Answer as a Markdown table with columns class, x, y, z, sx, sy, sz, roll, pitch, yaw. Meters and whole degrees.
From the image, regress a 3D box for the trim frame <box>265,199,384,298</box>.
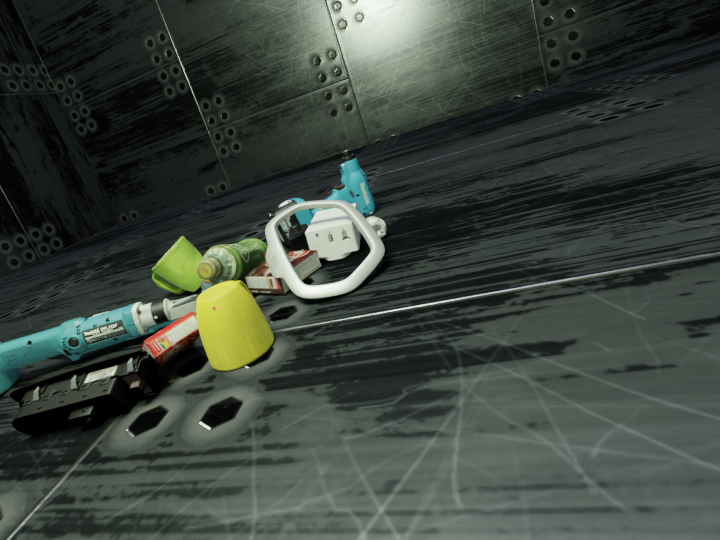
| class | x | y | z | sx | sy | sz | roll | pitch | yaw |
| --- | --- | --- | --- | --- | --- | --- | --- | --- | --- |
| trim frame | -0.069 | -0.045 | 0.708 | 0.182 | 0.026 | 0.262 | -24 | 46 | -10 |

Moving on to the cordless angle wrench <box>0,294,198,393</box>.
| class | x | y | z | sx | sy | sz | roll | pitch | yaw |
| --- | --- | --- | --- | --- | --- | --- | --- | --- | --- |
| cordless angle wrench | -0.473 | 0.113 | 0.713 | 0.421 | 0.096 | 0.076 | -17 | 14 | -3 |

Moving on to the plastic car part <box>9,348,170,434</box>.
| class | x | y | z | sx | sy | sz | roll | pitch | yaw |
| --- | --- | --- | --- | --- | --- | --- | --- | --- | --- |
| plastic car part | -0.345 | 0.161 | 0.525 | 0.206 | 0.063 | 0.069 | -14 | 45 | 11 |

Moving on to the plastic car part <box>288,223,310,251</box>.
| class | x | y | z | sx | sy | sz | roll | pitch | yaw |
| --- | --- | --- | --- | --- | --- | --- | --- | --- | --- |
| plastic car part | -0.123 | -0.062 | 0.865 | 0.066 | 0.069 | 0.119 | -19 | 16 | 2 |

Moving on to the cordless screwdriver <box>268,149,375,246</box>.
| class | x | y | z | sx | sy | sz | roll | pitch | yaw |
| --- | --- | --- | --- | --- | --- | --- | --- | --- | --- |
| cordless screwdriver | -0.092 | -0.164 | 0.974 | 0.245 | 0.155 | 0.077 | -27 | 19 | -16 |
